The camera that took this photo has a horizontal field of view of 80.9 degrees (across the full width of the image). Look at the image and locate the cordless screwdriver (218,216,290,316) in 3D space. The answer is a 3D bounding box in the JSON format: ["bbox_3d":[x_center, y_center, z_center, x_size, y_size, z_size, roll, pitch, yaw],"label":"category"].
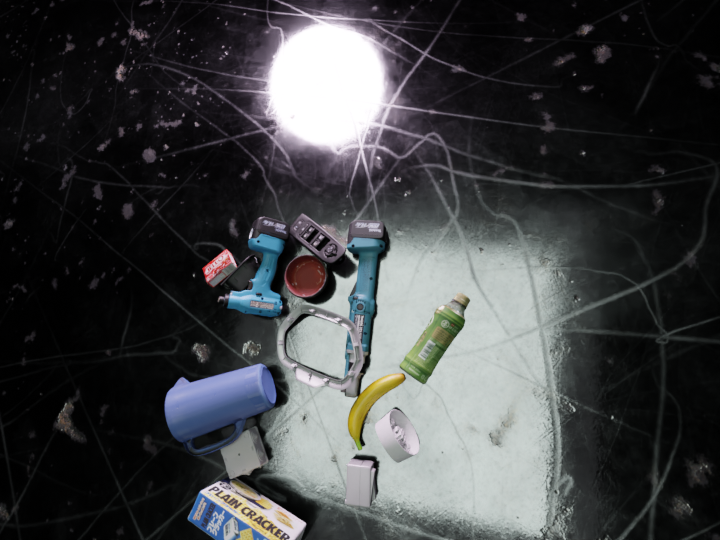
[{"bbox_3d":[-0.270,-0.013,1.089,0.154,0.076,0.251,10,79,-20],"label":"cordless screwdriver"}]

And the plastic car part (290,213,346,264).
[{"bbox_3d":[-0.107,-0.070,1.092,0.066,0.063,0.215,-45,47,-9],"label":"plastic car part"}]

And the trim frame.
[{"bbox_3d":[-0.105,0.185,1.023,0.260,0.026,0.184,16,89,29],"label":"trim frame"}]

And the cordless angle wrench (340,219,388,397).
[{"bbox_3d":[0.002,0.090,1.033,0.100,0.072,0.427,3,78,13],"label":"cordless angle wrench"}]

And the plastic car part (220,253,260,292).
[{"bbox_3d":[-0.307,0.019,1.138,0.116,0.065,0.072,-44,87,-5],"label":"plastic car part"}]
